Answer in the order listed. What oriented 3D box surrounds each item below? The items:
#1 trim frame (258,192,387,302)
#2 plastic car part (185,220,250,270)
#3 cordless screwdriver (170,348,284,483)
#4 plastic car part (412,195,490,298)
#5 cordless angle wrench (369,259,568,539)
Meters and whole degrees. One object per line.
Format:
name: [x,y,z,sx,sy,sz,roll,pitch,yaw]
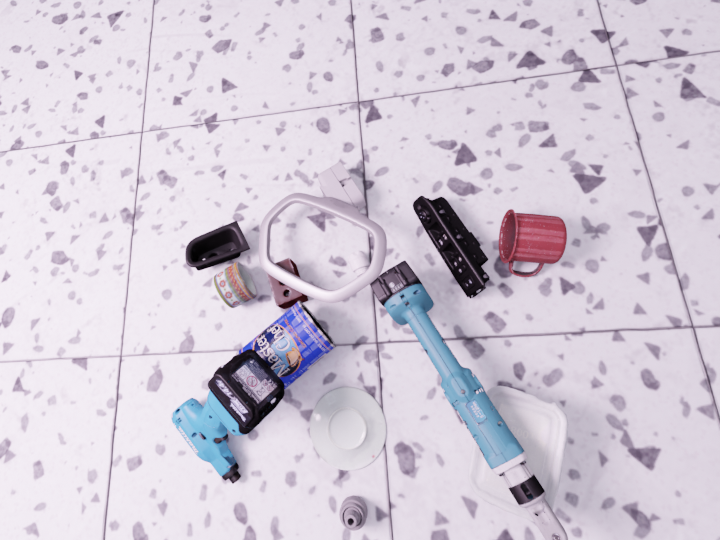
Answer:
trim frame: [-0.073,-0.048,0.749,0.259,0.026,0.184,24,79,24]
plastic car part: [-0.279,-0.036,0.819,0.115,0.070,0.068,-25,73,-15]
cordless screwdriver: [-0.204,0.242,0.668,0.162,0.072,0.251,50,127,7]
plastic car part: [0.166,-0.056,0.751,0.066,0.065,0.209,-30,72,-11]
cordless angle wrench: [0.153,0.177,0.630,0.075,0.093,0.441,-34,62,7]
